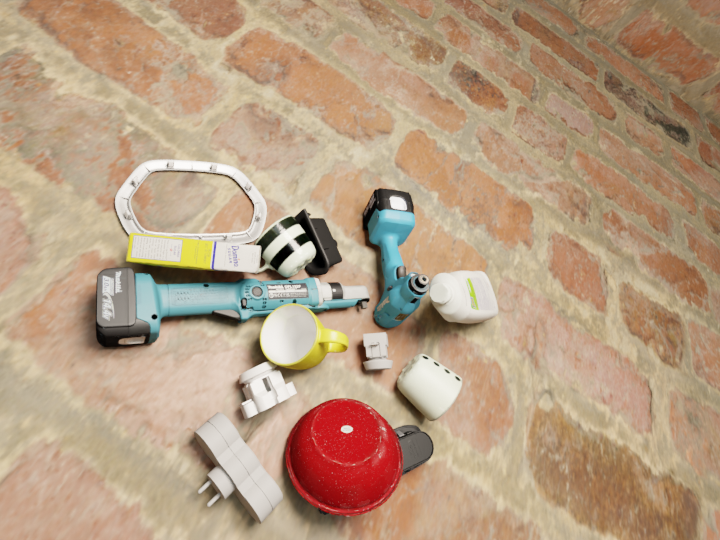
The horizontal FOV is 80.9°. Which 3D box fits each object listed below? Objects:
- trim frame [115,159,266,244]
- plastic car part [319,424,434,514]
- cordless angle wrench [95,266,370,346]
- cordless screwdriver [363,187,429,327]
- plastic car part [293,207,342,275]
[{"bbox_3d":[-0.278,-0.113,0.717,0.239,0.028,0.190,-1,64,-27],"label":"trim frame"},{"bbox_3d":[0.029,0.276,0.614,0.195,0.067,0.069,-9,61,-32],"label":"plastic car part"},{"bbox_3d":[-0.168,0.045,0.651,0.406,0.075,0.101,-2,64,-28],"label":"cordless angle wrench"},{"bbox_3d":[0.065,-0.039,0.746,0.072,0.158,0.256,7,59,-16],"label":"cordless screwdriver"},{"bbox_3d":[-0.074,-0.048,0.756,0.068,0.067,0.119,-17,74,-48],"label":"plastic car part"}]
